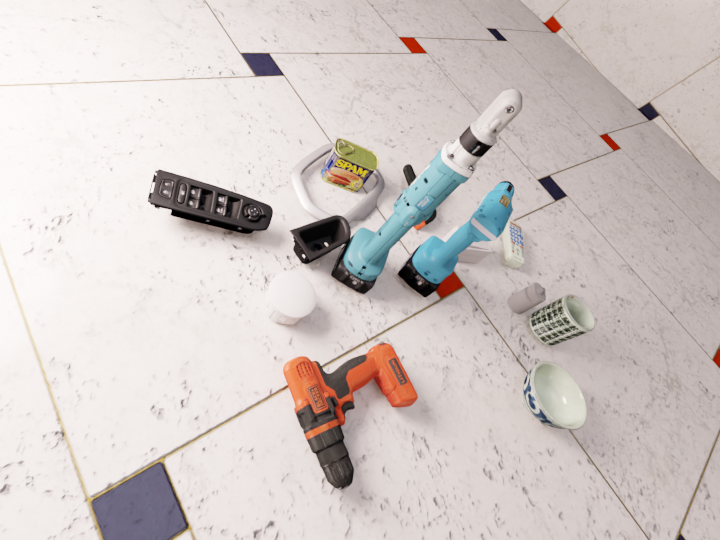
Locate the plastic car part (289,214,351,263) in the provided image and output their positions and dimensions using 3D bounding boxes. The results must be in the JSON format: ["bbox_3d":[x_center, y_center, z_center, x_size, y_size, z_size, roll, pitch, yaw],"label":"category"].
[{"bbox_3d":[-0.074,-0.049,0.762,0.113,0.071,0.068,-25,74,-39],"label":"plastic car part"}]

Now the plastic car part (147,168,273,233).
[{"bbox_3d":[-0.248,-0.101,0.710,0.196,0.067,0.068,12,55,-21],"label":"plastic car part"}]

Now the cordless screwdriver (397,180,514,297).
[{"bbox_3d":[0.183,-0.061,0.788,0.074,0.250,0.158,41,48,-2],"label":"cordless screwdriver"}]

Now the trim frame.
[{"bbox_3d":[-0.043,-0.186,0.905,0.185,0.028,0.246,40,49,2],"label":"trim frame"}]

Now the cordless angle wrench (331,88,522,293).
[{"bbox_3d":[0.082,-0.100,0.645,0.073,0.426,0.099,31,50,-11],"label":"cordless angle wrench"}]
